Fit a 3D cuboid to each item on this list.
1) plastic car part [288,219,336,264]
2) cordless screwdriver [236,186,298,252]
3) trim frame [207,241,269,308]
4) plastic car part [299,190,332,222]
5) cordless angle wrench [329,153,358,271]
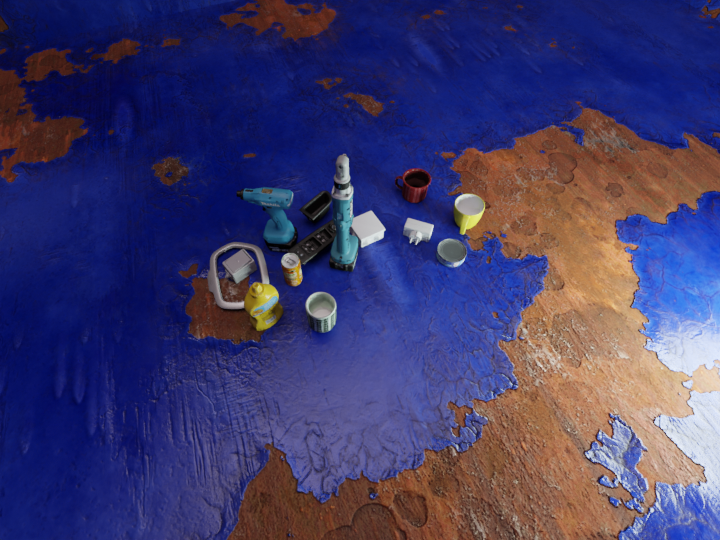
[{"bbox_3d":[-0.128,-0.084,1.310,0.069,0.065,0.201,38,66,23],"label":"plastic car part"},{"bbox_3d":[-0.271,-0.155,1.263,0.161,0.241,0.076,9,57,6],"label":"cordless screwdriver"},{"bbox_3d":[-0.376,0.011,1.288,0.182,0.026,0.259,-17,57,-7],"label":"trim frame"},{"bbox_3d":[-0.137,-0.200,1.387,0.069,0.068,0.115,36,65,22],"label":"plastic car part"},{"bbox_3d":[-0.047,-0.143,1.137,0.076,0.410,0.099,12,58,7],"label":"cordless angle wrench"}]
